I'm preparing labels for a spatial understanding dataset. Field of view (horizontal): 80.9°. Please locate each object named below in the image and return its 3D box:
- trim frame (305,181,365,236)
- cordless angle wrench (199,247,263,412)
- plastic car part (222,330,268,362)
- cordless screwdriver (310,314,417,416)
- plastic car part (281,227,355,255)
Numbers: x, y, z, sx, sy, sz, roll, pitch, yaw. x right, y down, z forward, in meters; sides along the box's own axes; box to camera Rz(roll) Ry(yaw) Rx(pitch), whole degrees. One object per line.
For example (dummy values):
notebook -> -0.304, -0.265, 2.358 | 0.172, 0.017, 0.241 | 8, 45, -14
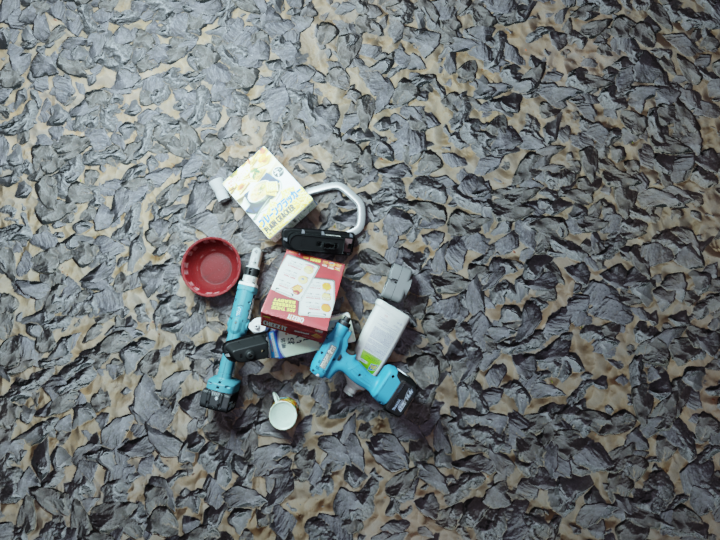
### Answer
trim frame -> -0.108, -0.147, 1.177 | 0.248, 0.027, 0.187 | -18, 80, -3
cordless angle wrench -> -0.320, 0.143, 1.109 | 0.075, 0.096, 0.426 | 11, 78, 3
plastic car part -> -0.270, 0.196, 1.030 | 0.112, 0.074, 0.065 | -8, 98, -31
cordless screwdriver -> 0.019, 0.230, 1.030 | 0.249, 0.074, 0.159 | 29, 88, 1
plastic car part -> -0.109, -0.071, 1.116 | 0.199, 0.069, 0.065 | 6, 110, -13
